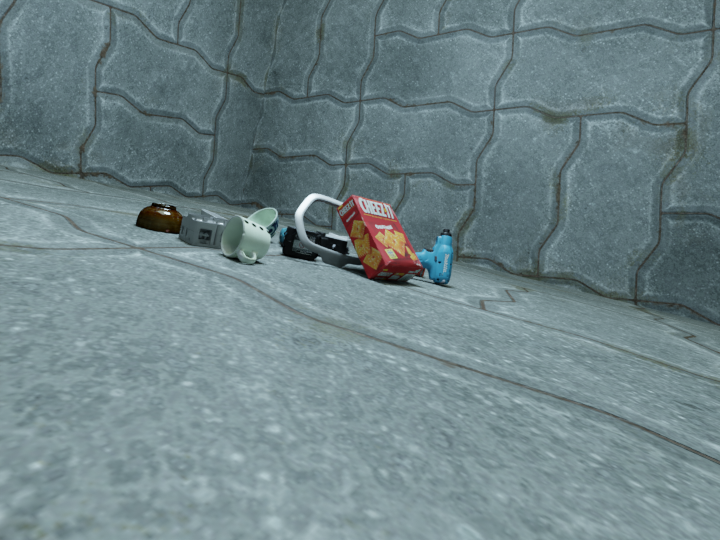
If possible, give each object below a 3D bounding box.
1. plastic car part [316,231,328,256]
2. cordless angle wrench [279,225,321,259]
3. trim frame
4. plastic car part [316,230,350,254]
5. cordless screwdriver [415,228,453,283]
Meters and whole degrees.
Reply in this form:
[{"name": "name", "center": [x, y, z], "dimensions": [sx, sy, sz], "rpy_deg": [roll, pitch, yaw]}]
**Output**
[{"name": "plastic car part", "center": [-0.125, -0.082, 1.279], "dimensions": [0.064, 0.071, 0.121], "rpy_deg": [9, 4, -24]}, {"name": "cordless angle wrench", "center": [-0.206, -0.097, 1.274], "dimensions": [0.095, 0.074, 0.435], "rpy_deg": [11, 5, -17]}, {"name": "trim frame", "center": [-0.066, -0.101, 1.094], "dimensions": [0.236, 0.188, 0.028], "rpy_deg": [17, -29, -35]}, {"name": "plastic car part", "center": [-0.126, -0.096, 1.453], "dimensions": [0.210, 0.067, 0.064], "rpy_deg": [18, 0, 20]}, {"name": "cordless screwdriver", "center": [0.141, -0.059, 1.202], "dimensions": [0.248, 0.160, 0.074], "rpy_deg": [10, -12, -3]}]
